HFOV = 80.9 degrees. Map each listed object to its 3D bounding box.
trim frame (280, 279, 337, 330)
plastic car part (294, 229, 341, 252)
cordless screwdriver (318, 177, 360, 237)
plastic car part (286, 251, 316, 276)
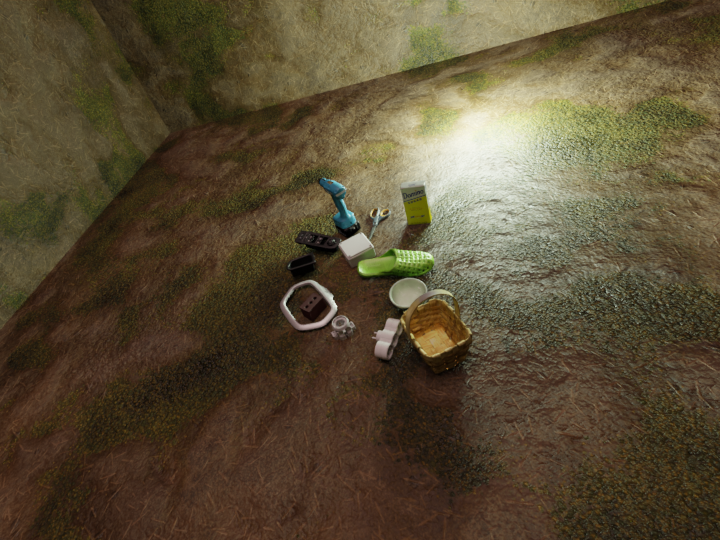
[{"bbox_3d":[-0.187,0.122,1.519,0.182,0.026,0.263,-35,42,-13],"label":"trim frame"},{"bbox_3d":[-0.169,-0.111,1.730,0.213,0.064,0.066,10,49,32],"label":"plastic car part"},{"bbox_3d":[-0.093,-0.262,1.723,0.073,0.237,0.168,-35,42,-16],"label":"cordless screwdriver"},{"bbox_3d":[-0.225,-0.013,1.649,0.117,0.067,0.069,-21,40,2],"label":"plastic car part"}]
